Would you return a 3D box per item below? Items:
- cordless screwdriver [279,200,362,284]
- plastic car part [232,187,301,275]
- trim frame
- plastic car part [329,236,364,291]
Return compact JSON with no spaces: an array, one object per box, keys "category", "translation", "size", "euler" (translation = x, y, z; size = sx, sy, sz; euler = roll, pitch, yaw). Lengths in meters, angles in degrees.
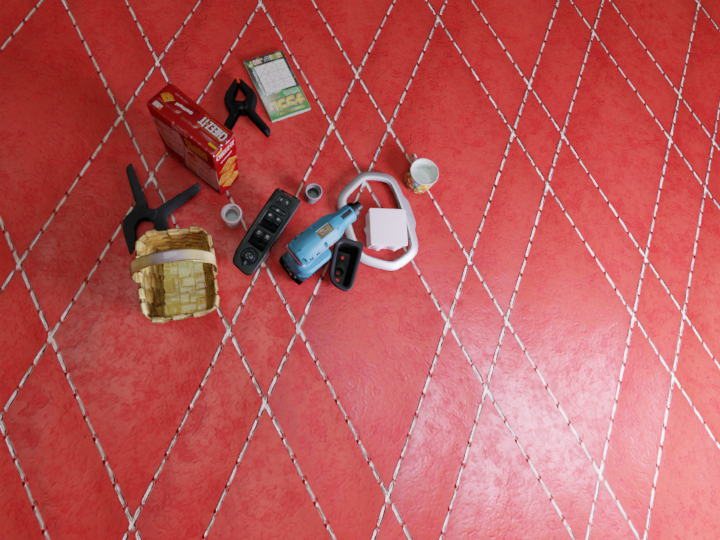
[{"category":"cordless screwdriver","translation":[-0.084,-0.055,0.854],"size":[0.158,0.250,0.075],"euler":[-40,91,-17]},{"category":"plastic car part","translation":[-0.212,-0.082,0.935],"size":[0.066,0.067,0.203],"euler":[31,73,-4]},{"category":"trim frame","translation":[0.045,-0.120,1.007],"size":[0.181,0.027,0.252],"euler":[-16,79,-13]},{"category":"plastic car part","translation":[-0.041,-0.008,0.942],"size":[0.065,0.071,0.117],"euler":[15,75,-9]}]
